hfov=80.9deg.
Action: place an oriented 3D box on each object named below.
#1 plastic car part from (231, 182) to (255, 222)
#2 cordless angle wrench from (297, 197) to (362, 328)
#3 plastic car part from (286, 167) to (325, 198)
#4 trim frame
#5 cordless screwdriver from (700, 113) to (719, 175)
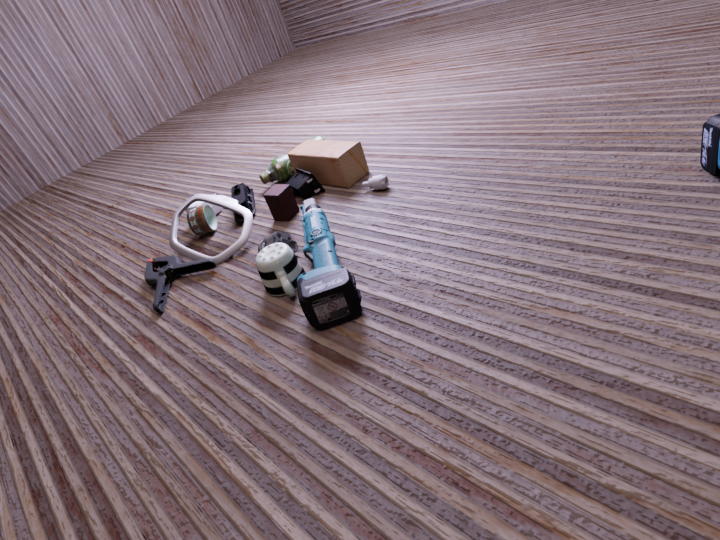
[{"bbox_3d":[-0.333,-0.201,1.187,0.066,0.064,0.212,-18,37,-7],"label":"plastic car part"},{"bbox_3d":[-0.083,-0.054,0.852,0.098,0.071,0.439,-21,33,1],"label":"cordless angle wrench"},{"bbox_3d":[-0.159,-0.226,1.129,0.071,0.063,0.123,-47,36,-10],"label":"plastic car part"},{"bbox_3d":[-0.373,-0.108,1.047,0.260,0.026,0.185,18,74,27],"label":"trim frame"},{"bbox_3d":[0.562,-0.156,0.553,0.076,0.152,0.254,-12,34,14],"label":"cordless screwdriver"}]
